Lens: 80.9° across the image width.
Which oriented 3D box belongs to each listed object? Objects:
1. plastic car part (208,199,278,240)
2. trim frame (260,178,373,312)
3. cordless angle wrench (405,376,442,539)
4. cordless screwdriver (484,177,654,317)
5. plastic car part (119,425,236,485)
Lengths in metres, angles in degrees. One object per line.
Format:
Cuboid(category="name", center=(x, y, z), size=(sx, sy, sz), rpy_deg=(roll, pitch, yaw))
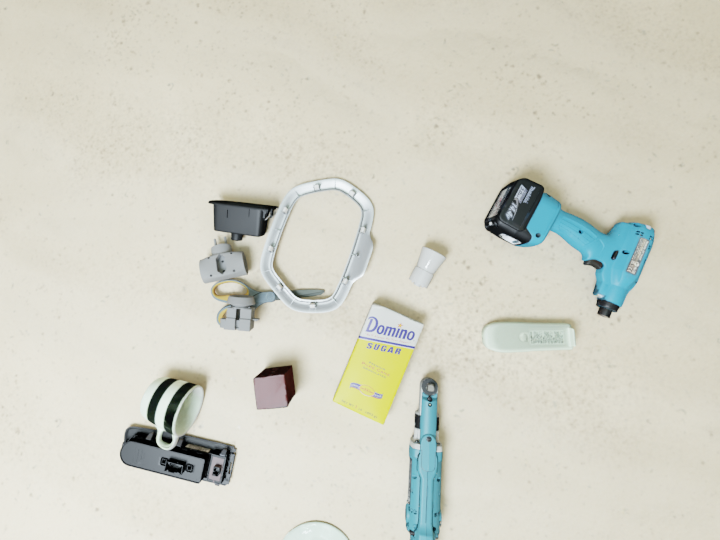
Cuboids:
Cuboid(category="plastic car part", center=(-0.213, -0.088, 0.759), size=(0.118, 0.065, 0.070), rpy_deg=(5, 100, 8))
Cuboid(category="trim frame", center=(-0.073, -0.048, 0.746), size=(0.186, 0.027, 0.249), rpy_deg=(19, 81, 5))
Cuboid(category="cordless angle wrench", center=(0.098, 0.386, 0.662), size=(0.075, 0.096, 0.427), rpy_deg=(4, 80, 3))
Cuboid(category="cordless screwdriver", center=(0.330, -0.040, 0.689), size=(0.251, 0.074, 0.159), rpy_deg=(24, 87, 3))
Cuboid(category="plastic car part", center=(-0.322, 0.322, 0.721), size=(0.206, 0.066, 0.066), rpy_deg=(11, 93, 9))
